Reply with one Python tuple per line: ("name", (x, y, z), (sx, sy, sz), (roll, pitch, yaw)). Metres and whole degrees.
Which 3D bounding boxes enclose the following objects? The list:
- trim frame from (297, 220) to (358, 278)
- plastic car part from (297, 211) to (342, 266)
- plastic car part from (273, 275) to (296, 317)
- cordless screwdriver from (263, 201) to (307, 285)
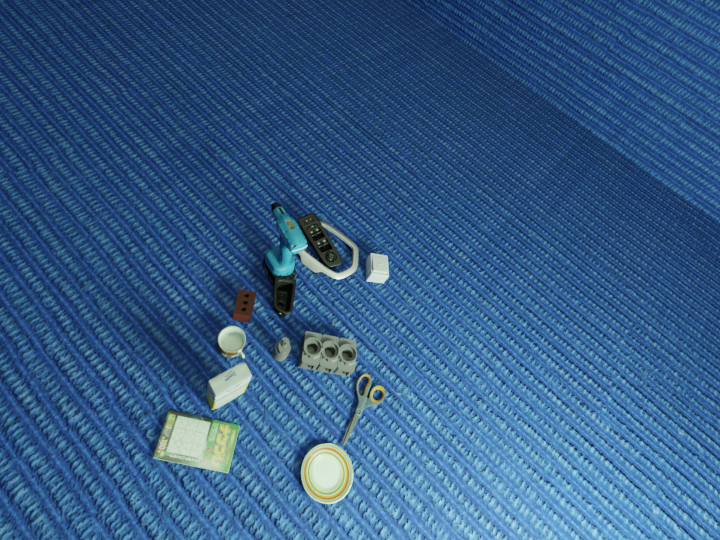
("trim frame", (-0.118, -0.071, 1.395), (0.253, 0.027, 0.182), (36, 55, 9))
("plastic car part", (-0.135, -0.088, 1.377), (0.064, 0.066, 0.210), (-23, 67, -29))
("plastic car part", (-0.228, 0.085, 1.234), (0.065, 0.070, 0.120), (9, 56, -14))
("cordless screwdriver", (-0.232, -0.072, 1.228), (0.072, 0.247, 0.165), (-19, 68, -29))
